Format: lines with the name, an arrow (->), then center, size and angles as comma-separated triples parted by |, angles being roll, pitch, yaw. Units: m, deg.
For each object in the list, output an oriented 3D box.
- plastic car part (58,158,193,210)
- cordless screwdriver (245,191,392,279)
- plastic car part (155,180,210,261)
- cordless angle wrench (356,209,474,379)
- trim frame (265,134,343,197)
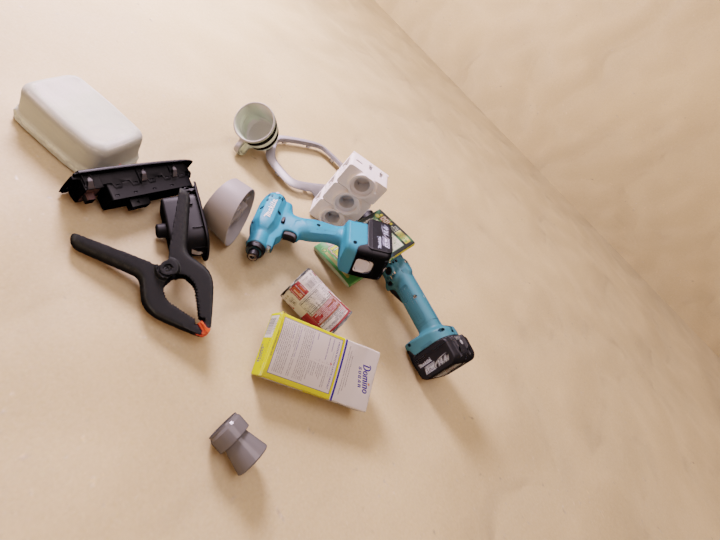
plastic car part -> -0.331, -0.130, 0.639 | 0.067, 0.068, 0.198 | 56, 37, -3
cordless screwdriver -> -0.073, -0.047, 0.742 | 0.248, 0.073, 0.162 | 16, 43, -3
plastic car part -> -0.274, -0.069, 0.641 | 0.068, 0.066, 0.121 | -6, 62, -29
cordless angle wrench -> 0.072, 0.005, 0.859 | 0.070, 0.099, 0.441 | 6, 47, -45
trim frame -> -0.114, -0.238, 0.972 | 0.237, 0.028, 0.191 | -5, 57, -47
